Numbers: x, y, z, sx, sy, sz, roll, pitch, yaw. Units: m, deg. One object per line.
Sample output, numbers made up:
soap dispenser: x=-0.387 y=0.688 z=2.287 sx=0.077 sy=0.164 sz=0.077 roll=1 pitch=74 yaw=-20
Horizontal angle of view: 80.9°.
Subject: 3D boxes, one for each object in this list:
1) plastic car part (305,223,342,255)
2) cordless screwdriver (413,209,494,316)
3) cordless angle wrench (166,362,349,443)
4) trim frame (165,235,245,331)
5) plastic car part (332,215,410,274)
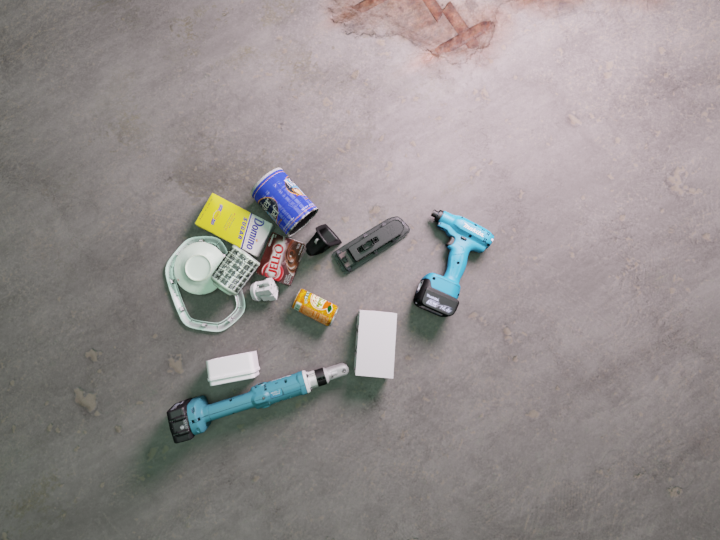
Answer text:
plastic car part: x=-0.101 y=-0.066 z=1.030 sx=0.071 sy=0.115 sz=0.066 roll=-43 pitch=88 yaw=18
cordless screwdriver: x=0.203 y=-0.021 z=1.033 sx=0.161 sy=0.074 sz=0.249 roll=28 pitch=80 yaw=4
cordless angle wrench: x=-0.229 y=0.292 z=0.991 sx=0.420 sy=0.098 sz=0.075 roll=-16 pitch=89 yaw=-5
trim frame: x=-0.386 y=0.032 z=1.058 sx=0.183 sy=0.027 sz=0.252 roll=-21 pitch=81 yaw=-3
plastic car part: x=0.030 y=-0.072 z=1.050 sx=0.202 sy=0.066 sz=0.068 roll=-32 pitch=79 yaw=-6
